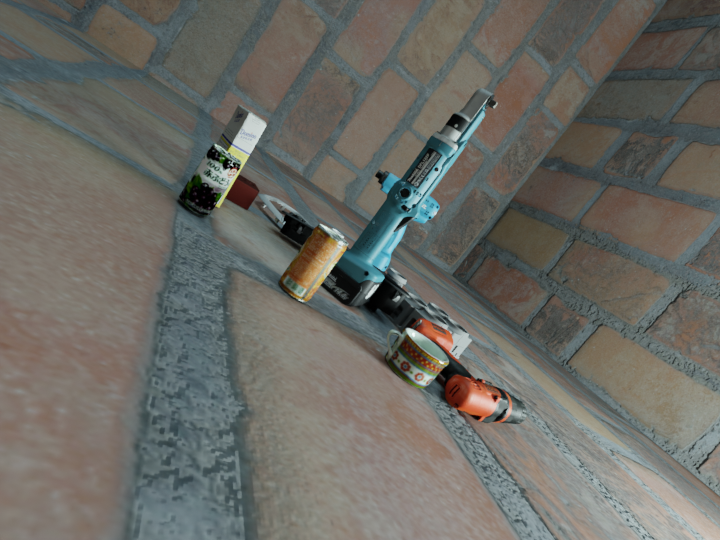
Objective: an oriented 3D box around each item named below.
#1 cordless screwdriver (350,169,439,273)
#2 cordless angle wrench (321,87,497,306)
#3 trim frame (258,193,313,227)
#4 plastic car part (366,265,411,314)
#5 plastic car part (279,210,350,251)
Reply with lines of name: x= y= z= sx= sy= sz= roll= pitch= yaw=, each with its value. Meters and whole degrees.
cordless screwdriver: x=0.044 y=-0.095 z=0.965 sx=0.159 sy=0.249 sz=0.074 roll=36 pitch=10 yaw=-2
cordless angle wrench: x=0.082 y=-0.127 z=0.728 sx=0.101 sy=0.423 sz=0.072 roll=40 pitch=10 yaw=18
trim frame: x=-0.161 y=-0.117 z=1.034 sx=0.174 sy=0.027 sz=0.263 roll=24 pitch=14 yaw=-47
plastic car part: x=0.036 y=0.042 z=0.812 sx=0.062 sy=0.071 sz=0.123 roll=29 pitch=12 yaw=-35
plastic car part: x=-0.086 y=-0.056 z=0.882 sx=0.203 sy=0.067 sz=0.066 roll=35 pitch=10 yaw=-1
